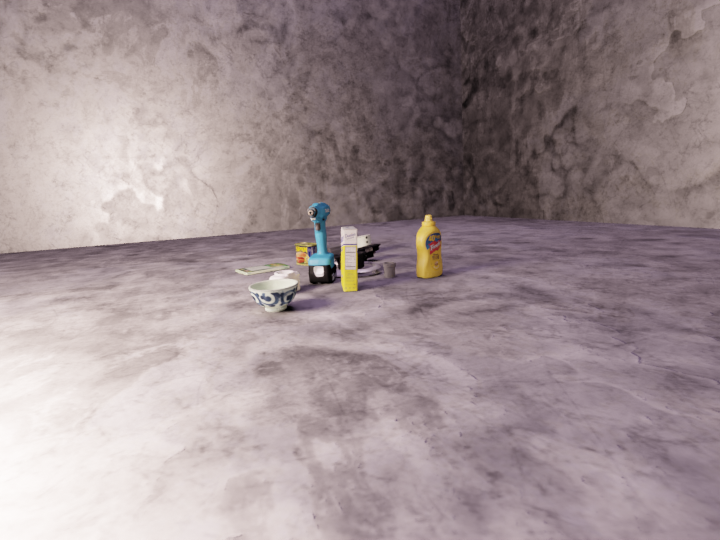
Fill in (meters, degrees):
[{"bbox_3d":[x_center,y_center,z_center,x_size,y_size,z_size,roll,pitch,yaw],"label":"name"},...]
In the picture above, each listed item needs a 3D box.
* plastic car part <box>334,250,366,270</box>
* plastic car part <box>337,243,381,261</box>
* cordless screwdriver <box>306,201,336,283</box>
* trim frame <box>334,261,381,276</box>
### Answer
[{"bbox_3d":[-0.034,-0.026,1.443,0.115,0.070,0.067,-4,9,-7],"label":"plastic car part"},{"bbox_3d":[-0.008,-0.061,1.627,0.195,0.066,0.070,-13,13,-42],"label":"plastic car part"},{"bbox_3d":[-0.127,-0.083,1.296,0.076,0.246,0.157,-1,8,10],"label":"cordless screwdriver"},{"bbox_3d":[-0.051,-0.006,1.455,0.257,0.027,0.180,0,11,20],"label":"trim frame"}]
